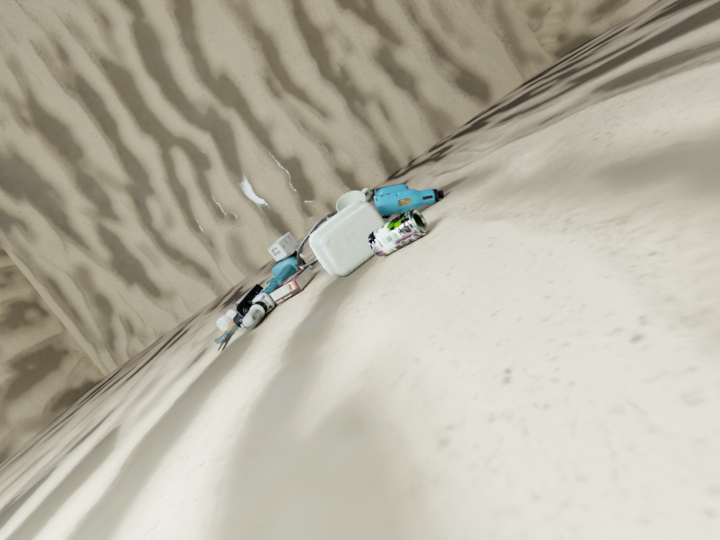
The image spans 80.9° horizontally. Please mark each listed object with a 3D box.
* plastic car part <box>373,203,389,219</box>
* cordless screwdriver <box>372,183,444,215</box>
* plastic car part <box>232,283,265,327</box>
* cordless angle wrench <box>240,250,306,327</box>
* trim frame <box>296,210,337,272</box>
[{"bbox_3d":[0.041,-0.156,1.258,0.115,0.064,0.074,-35,23,-19],"label":"plastic car part"},{"bbox_3d":[0.110,-0.184,1.083,0.160,0.073,0.251,-10,11,2],"label":"cordless screwdriver"},{"bbox_3d":[-0.308,0.103,1.183,0.067,0.065,0.204,-44,9,12],"label":"plastic car part"},{"bbox_3d":[-0.244,0.051,1.200,0.099,0.073,0.425,-32,14,16],"label":"cordless angle wrench"},{"bbox_3d":[-0.122,-0.080,1.251,0.182,0.028,0.243,-46,-15,-25],"label":"trim frame"}]
